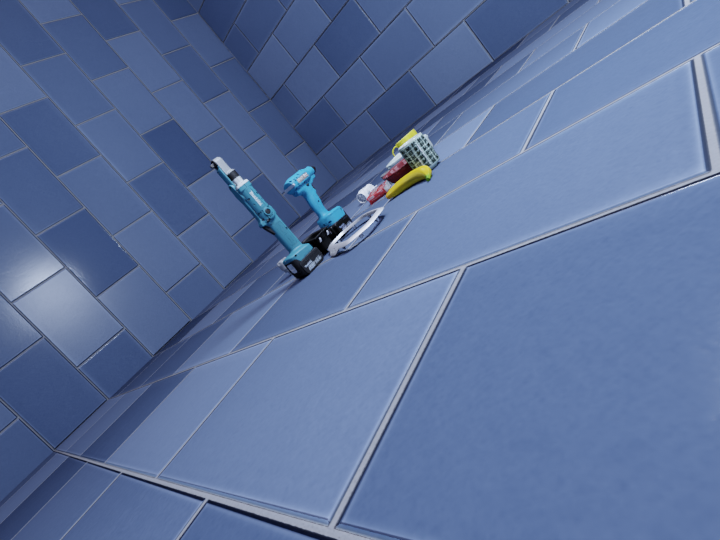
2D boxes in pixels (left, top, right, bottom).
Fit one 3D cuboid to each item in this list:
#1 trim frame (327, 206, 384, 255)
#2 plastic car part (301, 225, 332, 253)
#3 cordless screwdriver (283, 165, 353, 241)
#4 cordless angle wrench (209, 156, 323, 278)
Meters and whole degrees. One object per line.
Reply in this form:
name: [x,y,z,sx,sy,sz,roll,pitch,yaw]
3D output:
trim frame: [-0.018,-0.108,1.184,0.183,0.027,0.255,-44,14,-14]
plastic car part: [-0.129,-0.084,1.315,0.065,0.070,0.120,-47,14,-30]
cordless screwdriver: [-0.125,-0.222,1.366,0.076,0.245,0.158,-33,12,42]
cordless angle wrench: [-0.279,-0.161,1.227,0.097,0.416,0.076,-46,9,-32]
